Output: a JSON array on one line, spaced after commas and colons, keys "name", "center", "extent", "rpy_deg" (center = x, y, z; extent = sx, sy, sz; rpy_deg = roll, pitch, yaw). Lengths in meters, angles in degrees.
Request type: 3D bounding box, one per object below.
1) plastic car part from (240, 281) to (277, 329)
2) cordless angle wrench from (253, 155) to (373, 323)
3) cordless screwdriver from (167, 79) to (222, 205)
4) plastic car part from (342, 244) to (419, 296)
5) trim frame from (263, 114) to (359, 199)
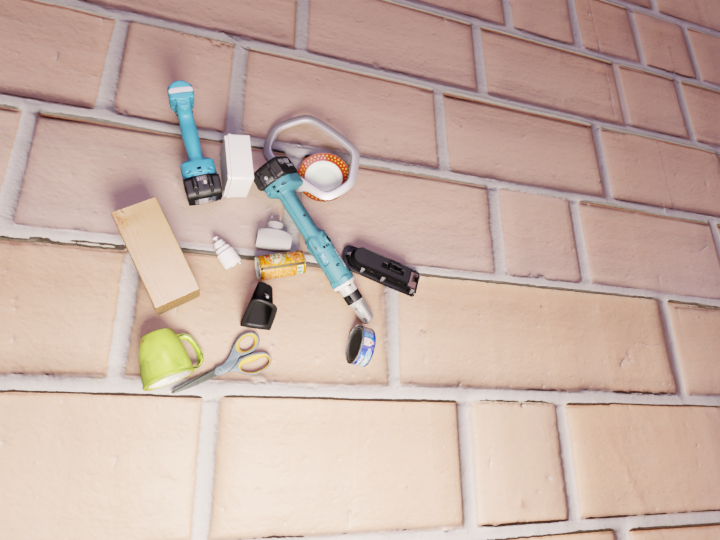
[{"name": "plastic car part", "center": [-0.206, 0.066, 0.876], "extent": [0.064, 0.116, 0.073], "rpy_deg": [10, 49, -17]}, {"name": "cordless angle wrench", "center": [-0.093, -0.061, 0.956], "extent": [0.075, 0.096, 0.423], "rpy_deg": [-33, 90, 21]}, {"name": "cordless screwdriver", "center": [-0.369, -0.269, 0.926], "extent": [0.072, 0.164, 0.247], "rpy_deg": [-14, 95, -20]}, {"name": "plastic car part", "center": [0.053, -0.004, 0.997], "extent": [0.200, 0.067, 0.067], "rpy_deg": [22, 76, -7]}, {"name": "trim frame", "center": [-0.117, -0.275, 1.022], "extent": [0.252, 0.027, 0.183], "rpy_deg": [37, 77, 6]}]
